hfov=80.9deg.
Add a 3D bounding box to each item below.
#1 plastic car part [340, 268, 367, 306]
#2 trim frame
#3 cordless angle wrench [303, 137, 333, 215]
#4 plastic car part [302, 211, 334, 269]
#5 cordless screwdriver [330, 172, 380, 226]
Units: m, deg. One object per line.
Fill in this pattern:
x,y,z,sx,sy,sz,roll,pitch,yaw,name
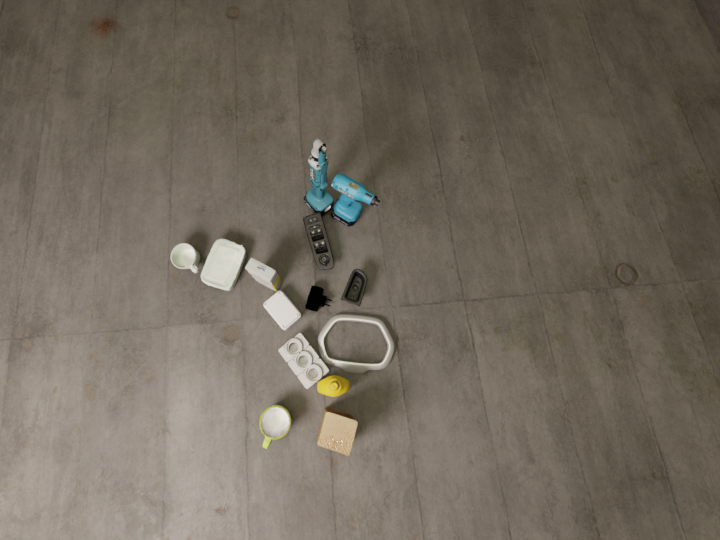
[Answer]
-0.017,0.059,1.405,0.067,0.070,0.117,19,73,3,plastic car part
-0.015,0.237,1.370,0.249,0.027,0.187,4,72,1,trim frame
-0.132,-0.294,1.338,0.074,0.417,0.100,-39,82,-14,cordless angle wrench
-0.142,-0.093,1.456,0.066,0.066,0.208,-15,73,-7,plastic car part
-0.021,-0.221,1.404,0.162,0.245,0.074,31,74,5,cordless screwdriver
